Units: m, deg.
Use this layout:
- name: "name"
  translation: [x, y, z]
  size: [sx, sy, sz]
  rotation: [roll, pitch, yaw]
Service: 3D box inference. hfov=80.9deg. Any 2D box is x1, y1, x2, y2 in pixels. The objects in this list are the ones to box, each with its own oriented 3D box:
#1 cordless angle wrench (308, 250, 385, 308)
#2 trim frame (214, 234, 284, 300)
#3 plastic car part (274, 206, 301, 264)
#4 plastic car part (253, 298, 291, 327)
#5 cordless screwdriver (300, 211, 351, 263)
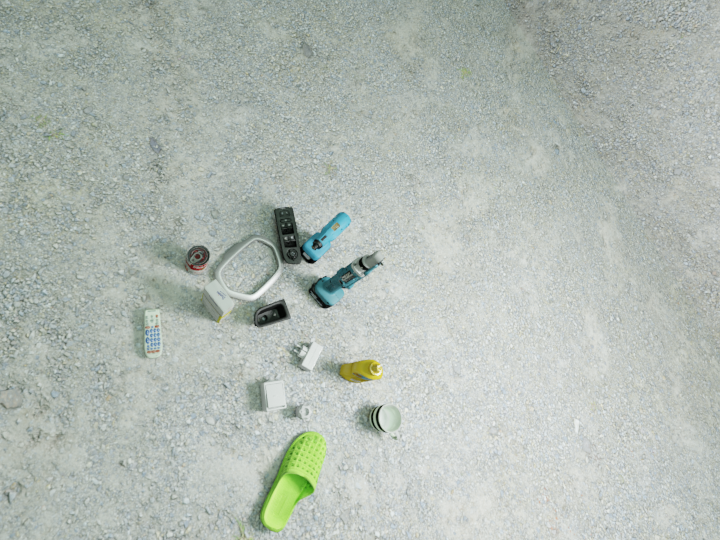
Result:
- name: "cordless angle wrench"
  translation: [-0.041, 0.021, 1.261]
  size: [0.073, 0.429, 0.098]
  rotation: [-41, 93, -30]
- name: "trim frame"
  translation: [-0.359, -0.011, 1.378]
  size: [0.184, 0.028, 0.247]
  rotation: [42, 61, -2]
- name: "plastic car part"
  translation: [-0.250, -0.112, 1.437]
  size: [0.064, 0.068, 0.207]
  rotation: [-7, 73, -26]
- name: "plastic car part"
  translation: [-0.287, 0.142, 1.320]
  size: [0.113, 0.072, 0.067]
  rotation: [-18, 80, -27]
- name: "cordless screwdriver"
  translation: [-0.134, -0.087, 1.368]
  size: [0.074, 0.252, 0.157]
  rotation: [46, 60, -5]
